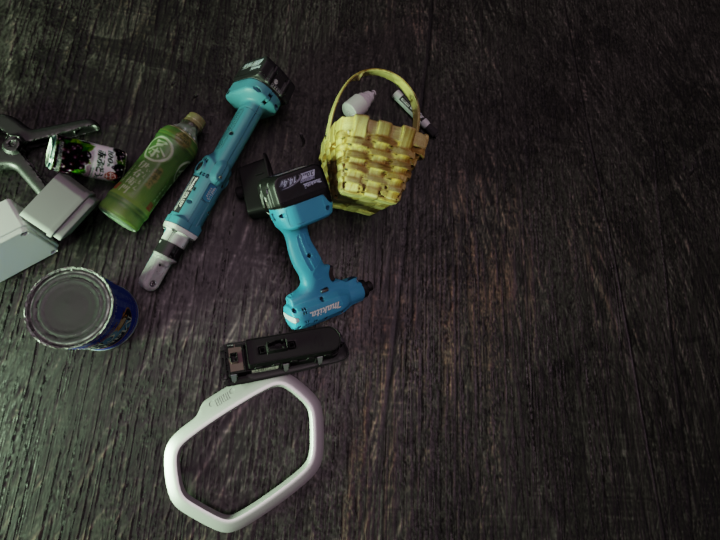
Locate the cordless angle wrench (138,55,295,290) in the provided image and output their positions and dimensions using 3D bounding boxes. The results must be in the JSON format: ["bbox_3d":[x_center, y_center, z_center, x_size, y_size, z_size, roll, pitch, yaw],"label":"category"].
[{"bbox_3d":[-0.245,-0.159,0.697,0.070,0.103,0.424,37,73,-44],"label":"cordless angle wrench"}]

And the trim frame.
[{"bbox_3d":[-0.168,0.264,0.634,0.245,0.027,0.186,-31,84,-15],"label":"trim frame"}]

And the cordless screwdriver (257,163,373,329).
[{"bbox_3d":[-0.066,-0.043,0.675,0.155,0.078,0.244,-18,104,-27],"label":"cordless screwdriver"}]

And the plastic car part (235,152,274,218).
[{"bbox_3d":[-0.177,-0.135,0.725,0.071,0.065,0.119,-19,76,-2],"label":"plastic car part"}]

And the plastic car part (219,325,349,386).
[{"bbox_3d":[-0.115,0.122,0.661,0.198,0.066,0.069,-6,53,-17],"label":"plastic car part"}]
